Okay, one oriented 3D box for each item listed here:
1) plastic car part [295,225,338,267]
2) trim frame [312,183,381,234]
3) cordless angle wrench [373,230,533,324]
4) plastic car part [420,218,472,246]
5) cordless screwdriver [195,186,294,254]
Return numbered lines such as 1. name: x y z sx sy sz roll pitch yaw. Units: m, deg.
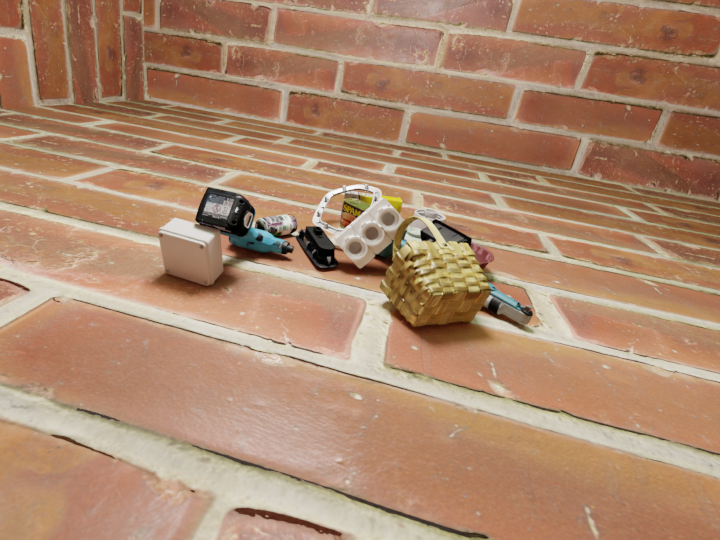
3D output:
1. plastic car part: -0.103 -0.067 1.049 0.064 0.066 0.213 7 26 -25
2. trim frame: -0.031 -0.176 1.167 0.190 0.026 0.250 4 40 17
3. cordless angle wrench: 0.188 0.000 0.977 0.071 0.096 0.447 -14 37 -43
4. plastic car part: 0.180 -0.064 0.952 0.069 0.064 0.123 -22 42 -30
5. cordless screwdriver: -0.240 -0.090 0.915 0.162 0.075 0.242 16 -11 8
